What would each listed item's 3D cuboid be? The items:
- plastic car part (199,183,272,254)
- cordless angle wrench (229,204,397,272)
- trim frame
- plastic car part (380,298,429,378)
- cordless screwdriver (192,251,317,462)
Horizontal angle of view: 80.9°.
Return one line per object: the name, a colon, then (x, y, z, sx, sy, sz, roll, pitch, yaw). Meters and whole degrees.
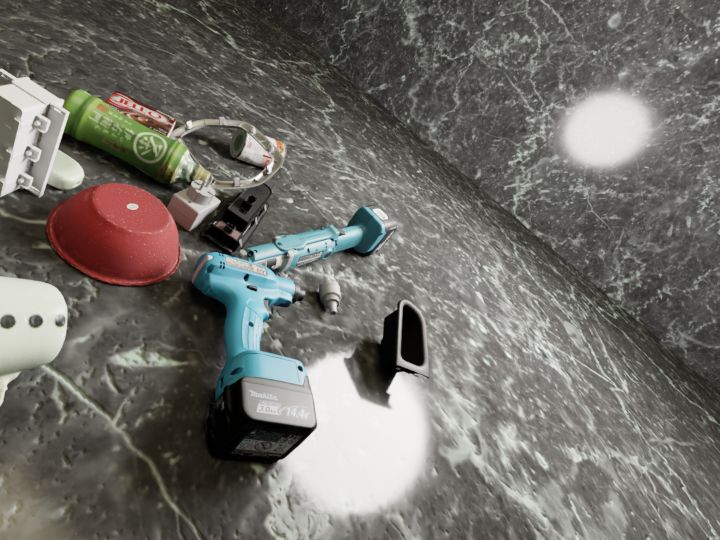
plastic car part: (-0.196, -0.103, 0.713, 0.065, 0.067, 0.206, 27, 26, -9)
cordless angle wrench: (-0.074, -0.048, 0.753, 0.077, 0.098, 0.408, 48, 33, 14)
trim frame: (-0.252, -0.225, 0.783, 0.179, 0.027, 0.261, -24, 55, -26)
plastic car part: (0.061, 0.113, 0.670, 0.063, 0.072, 0.120, 26, 46, -26)
cordless screwdriver: (-0.111, 0.086, 0.501, 0.151, 0.075, 0.261, 18, 33, -36)
